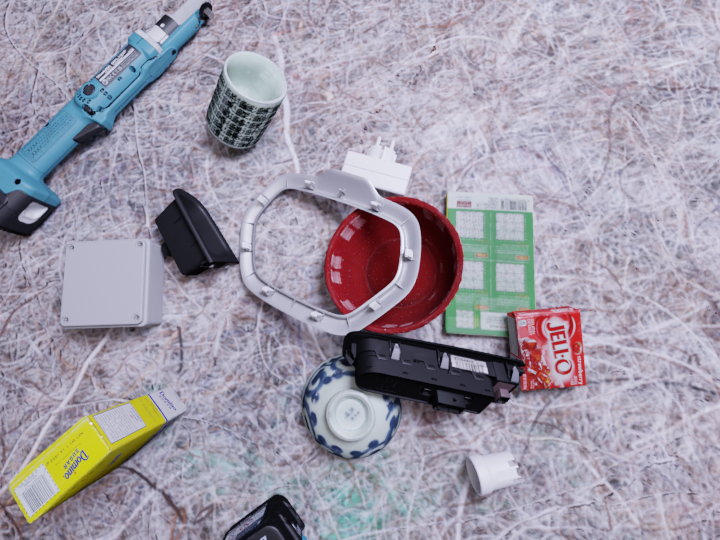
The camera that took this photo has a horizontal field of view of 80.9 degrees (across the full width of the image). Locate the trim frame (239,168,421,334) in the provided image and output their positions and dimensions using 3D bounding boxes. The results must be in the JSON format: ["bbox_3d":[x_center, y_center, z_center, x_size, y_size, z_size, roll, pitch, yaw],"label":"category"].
[{"bbox_3d":[-0.050,-0.032,0.507,0.261,0.026,0.184,23,84,29],"label":"trim frame"}]

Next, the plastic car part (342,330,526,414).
[{"bbox_3d":[0.075,0.117,0.462,0.202,0.065,0.068,16,49,-3],"label":"plastic car part"}]

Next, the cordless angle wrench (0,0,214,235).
[{"bbox_3d":[-0.362,-0.234,0.588,0.100,0.073,0.422,39,83,8],"label":"cordless angle wrench"}]

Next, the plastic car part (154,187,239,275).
[{"bbox_3d":[-0.223,-0.039,0.548,0.071,0.064,0.119,-39,77,11],"label":"plastic car part"}]

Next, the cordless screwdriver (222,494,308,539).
[{"bbox_3d":[-0.066,0.390,0.448,0.159,0.073,0.252,-41,83,-3],"label":"cordless screwdriver"}]
